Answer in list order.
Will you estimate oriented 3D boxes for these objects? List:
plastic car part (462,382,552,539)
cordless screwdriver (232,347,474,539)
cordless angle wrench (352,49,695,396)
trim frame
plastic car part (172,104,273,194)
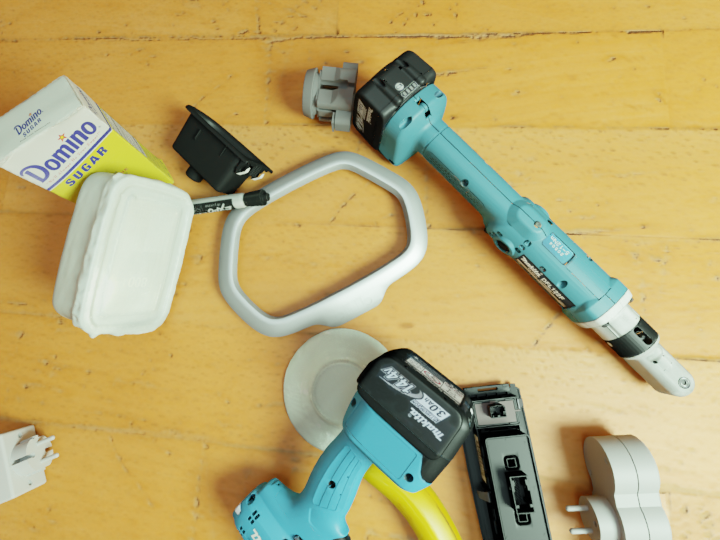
[{"bbox_3d":[0.146,0.217,0.395,0.066,0.067,0.205,-7,81,-5],"label":"plastic car part"},{"bbox_3d":[0.007,0.202,0.377,0.166,0.071,0.249,43,100,21],"label":"cordless screwdriver"},{"bbox_3d":[0.161,-0.043,0.429,0.074,0.096,0.430,-41,81,-7],"label":"cordless angle wrench"},{"bbox_3d":[-0.047,-0.031,0.480,0.248,0.027,0.188,-29,77,-2],"label":"trim frame"},{"bbox_3d":[-0.174,-0.133,0.500,0.120,0.064,0.071,39,99,13],"label":"plastic car part"}]
